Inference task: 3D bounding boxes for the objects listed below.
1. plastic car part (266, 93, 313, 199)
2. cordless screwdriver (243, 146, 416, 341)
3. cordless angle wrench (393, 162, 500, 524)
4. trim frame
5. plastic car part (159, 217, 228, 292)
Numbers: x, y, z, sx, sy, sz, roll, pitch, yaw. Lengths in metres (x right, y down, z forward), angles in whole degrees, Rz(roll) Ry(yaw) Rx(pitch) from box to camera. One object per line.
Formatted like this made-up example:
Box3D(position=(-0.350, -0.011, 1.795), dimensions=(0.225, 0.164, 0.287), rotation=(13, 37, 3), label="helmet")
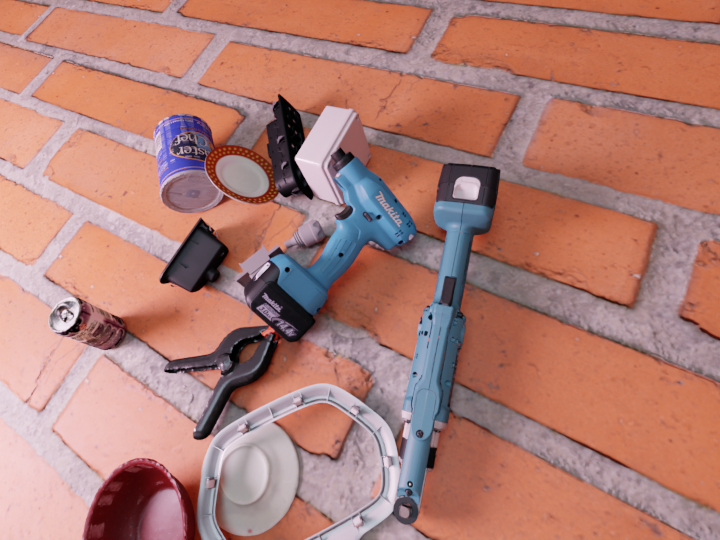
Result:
Box3D(position=(-0.126, -0.203, 0.717), dimensions=(0.068, 0.063, 0.210), rotation=(-24, 61, 13), label="plastic car part")
Box3D(position=(-0.056, -0.037, 0.573), dimensions=(0.248, 0.076, 0.155), rotation=(-43, 103, -8), label="cordless screwdriver")
Box3D(position=(0.099, 0.071, 0.515), dimensions=(0.077, 0.094, 0.427), rotation=(9, 72, 17), label="cordless angle wrench")
Box3D(position=(-0.075, 0.244, 0.491), dimensions=(0.247, 0.027, 0.191), rotation=(-25, 68, -6), label="trim frame")
Box3D(position=(-0.251, -0.013, 0.666), dimensions=(0.072, 0.065, 0.117), rotation=(27, 77, 8), label="plastic car part")
